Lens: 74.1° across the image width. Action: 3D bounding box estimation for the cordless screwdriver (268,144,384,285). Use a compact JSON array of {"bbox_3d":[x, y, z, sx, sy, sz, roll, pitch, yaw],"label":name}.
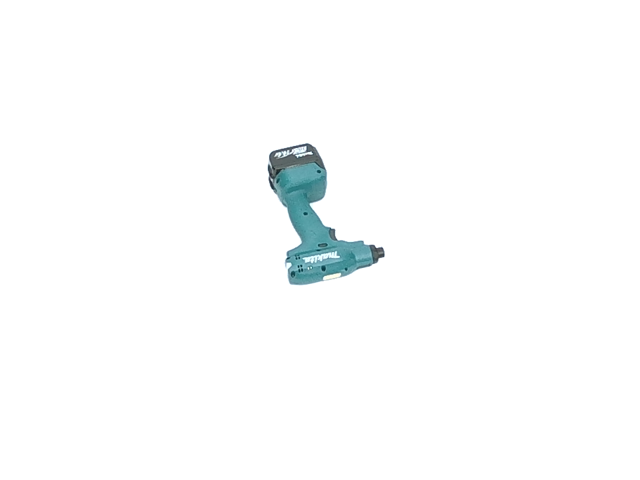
[{"bbox_3d":[0.001,-0.048,0.722,0.159,0.248,0.074,-11,-29,-9],"label":"cordless screwdriver"}]
